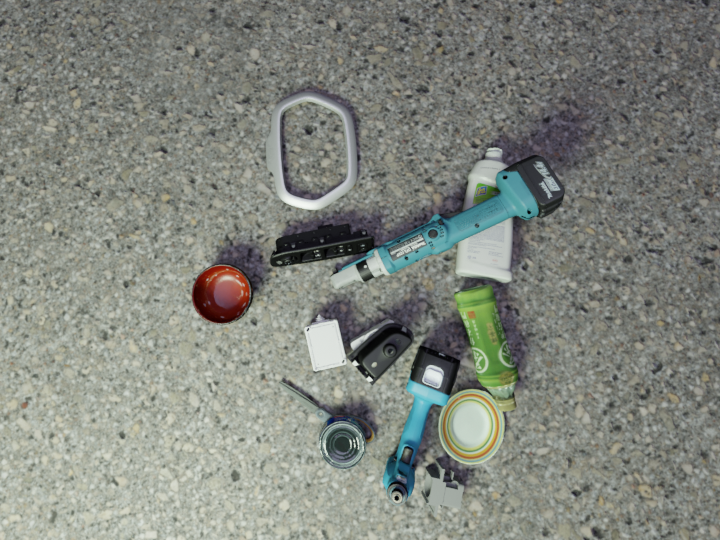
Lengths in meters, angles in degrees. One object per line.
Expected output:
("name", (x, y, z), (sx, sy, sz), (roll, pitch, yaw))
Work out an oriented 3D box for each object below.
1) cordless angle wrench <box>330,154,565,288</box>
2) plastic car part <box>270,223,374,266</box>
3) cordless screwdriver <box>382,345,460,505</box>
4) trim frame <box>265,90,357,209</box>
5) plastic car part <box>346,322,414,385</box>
("cordless angle wrench", (0.135, -0.063, 0.763), (0.429, 0.071, 0.101), (-26, 71, 14))
("plastic car part", (-0.079, -0.052, 0.810), (0.203, 0.065, 0.068), (-14, 75, 0))
("cordless screwdriver", (0.096, 0.258, 0.716), (0.076, 0.155, 0.249), (18, 82, 11))
("trim frame", (-0.100, -0.243, 0.852), (0.184, 0.027, 0.250), (-5, 85, 0))
("plastic car part", (0.041, 0.138, 0.721), (0.116, 0.070, 0.066), (-43, 88, -1))
